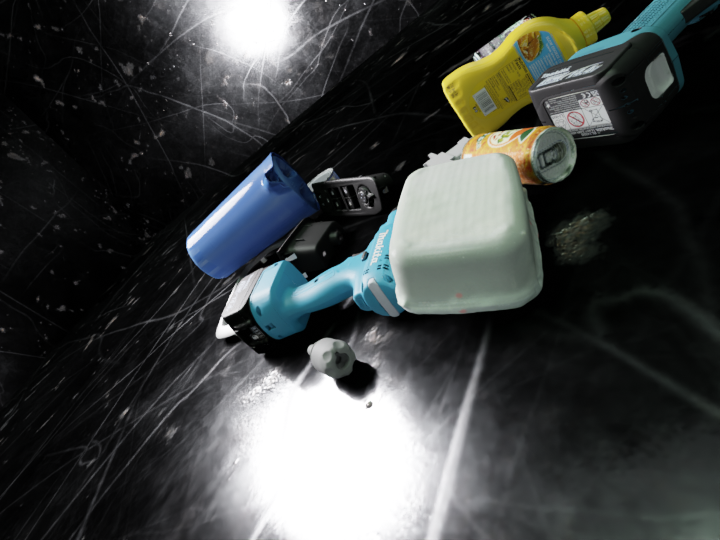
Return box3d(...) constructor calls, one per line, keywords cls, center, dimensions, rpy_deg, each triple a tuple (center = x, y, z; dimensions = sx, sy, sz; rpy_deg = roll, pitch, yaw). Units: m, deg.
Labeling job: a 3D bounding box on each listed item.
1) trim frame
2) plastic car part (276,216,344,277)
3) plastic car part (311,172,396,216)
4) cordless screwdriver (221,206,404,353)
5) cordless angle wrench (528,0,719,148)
box3d(cls="trim frame", center=(-0.169, 0.020, 0.719), dimensions=(0.187, 0.026, 0.255), rpy_deg=(-32, 28, 18))
box3d(cls="plastic car part", center=(-0.062, -0.041, 0.635), dimensions=(0.074, 0.063, 0.117), rpy_deg=(-4, 38, 32))
box3d(cls="plastic car part", center=(-0.008, -0.124, 0.688), dimensions=(0.065, 0.065, 0.212), rpy_deg=(-22, 16, -22))
box3d(cls="cordless screwdriver", center=(-0.043, 0.006, 0.512), dimensions=(0.256, 0.071, 0.161), rpy_deg=(-20, 31, 32))
box3d(cls="cordless angle wrench", center=(0.343, -0.286, 0.432), dimensions=(0.421, 0.071, 0.102), rpy_deg=(-45, 24, -12))
